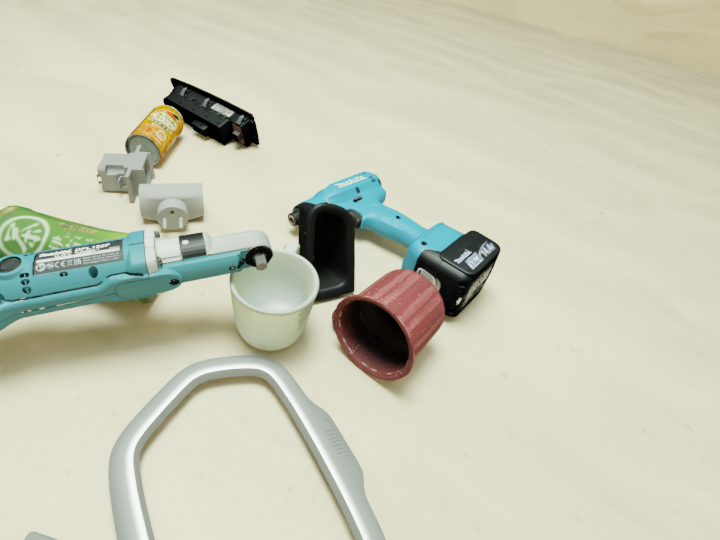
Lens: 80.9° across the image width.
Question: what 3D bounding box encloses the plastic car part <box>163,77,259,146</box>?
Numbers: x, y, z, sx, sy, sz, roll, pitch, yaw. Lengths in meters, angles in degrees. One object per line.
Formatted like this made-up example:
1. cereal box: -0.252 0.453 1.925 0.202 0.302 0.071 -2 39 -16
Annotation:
1. plastic car part: -0.267 -0.266 0.729 0.211 0.064 0.067 35 72 21

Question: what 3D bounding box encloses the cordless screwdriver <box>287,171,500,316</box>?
1. cordless screwdriver: 0.034 -0.042 0.546 0.155 0.072 0.262 -28 52 -35

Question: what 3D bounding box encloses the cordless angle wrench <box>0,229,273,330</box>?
1. cordless angle wrench: -0.283 0.014 0.353 0.414 0.072 0.103 -12 50 -15

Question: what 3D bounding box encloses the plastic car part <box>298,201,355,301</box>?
1. plastic car part: -0.049 -0.032 0.497 0.064 0.114 0.075 -11 25 -27

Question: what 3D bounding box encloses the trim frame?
1. trim frame: -0.085 0.171 0.326 0.179 0.027 0.262 -20 50 -29
